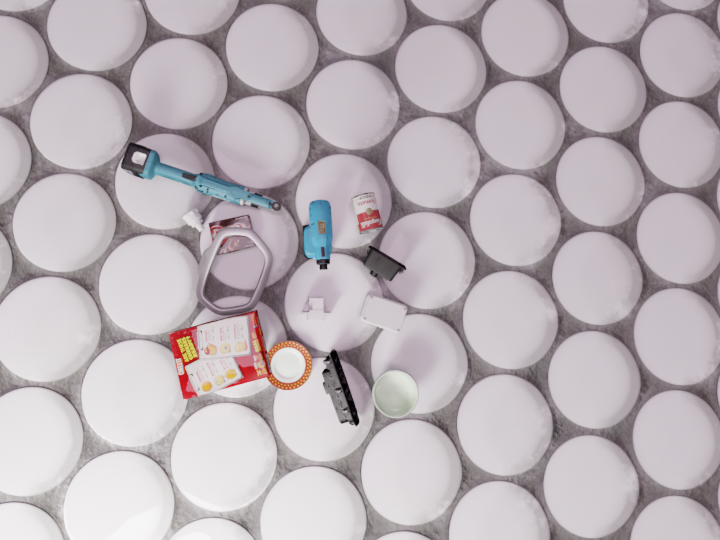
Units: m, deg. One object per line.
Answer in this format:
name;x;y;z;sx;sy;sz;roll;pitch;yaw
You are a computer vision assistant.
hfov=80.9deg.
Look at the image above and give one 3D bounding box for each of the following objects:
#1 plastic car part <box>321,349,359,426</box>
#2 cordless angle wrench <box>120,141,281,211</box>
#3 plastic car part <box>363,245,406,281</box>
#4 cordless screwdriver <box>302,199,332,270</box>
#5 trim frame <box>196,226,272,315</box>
plastic car part;-0.058;0.319;1.114;0.067;0.066;0.204;-24;87;3
cordless angle wrench;-0.417;-0.234;1.141;0.418;0.099;0.074;18;85;-6
plastic car part;0.058;-0.012;1.159;0.117;0.066;0.071;28;98;1
cordless screwdriver;-0.103;-0.067;1.055;0.074;0.248;0.161;-3;82;-9
trim frame;-0.338;0.004;1.124;0.181;0.028;0.247;20;98;-8
